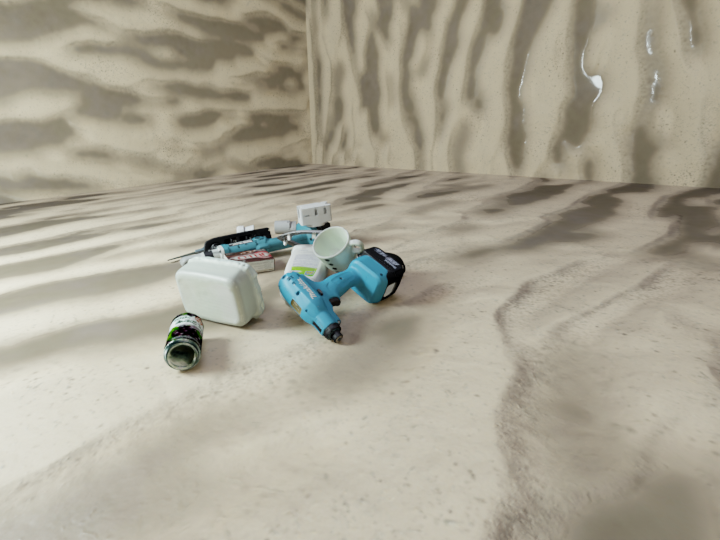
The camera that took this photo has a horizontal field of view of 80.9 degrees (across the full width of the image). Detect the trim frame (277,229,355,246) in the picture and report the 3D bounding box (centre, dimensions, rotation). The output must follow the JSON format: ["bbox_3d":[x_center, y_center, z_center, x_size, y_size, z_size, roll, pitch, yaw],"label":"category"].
[{"bbox_3d":[-0.105,-0.069,1.078,0.189,0.028,0.239,-1,-10,16],"label":"trim frame"}]

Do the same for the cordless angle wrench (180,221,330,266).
[{"bbox_3d":[-0.280,-0.065,1.165,0.410,0.073,0.103,-16,23,-27],"label":"cordless angle wrench"}]

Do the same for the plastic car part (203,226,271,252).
[{"bbox_3d":[-0.355,-0.075,1.208,0.196,0.065,0.070,-16,13,-34],"label":"plastic car part"}]

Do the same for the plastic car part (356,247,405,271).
[{"bbox_3d":[0.039,-0.003,0.973,0.121,0.064,0.071,9,36,21],"label":"plastic car part"}]

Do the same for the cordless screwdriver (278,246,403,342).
[{"bbox_3d":[-0.016,0.042,0.803,0.240,0.073,0.168,-18,48,-39],"label":"cordless screwdriver"}]
